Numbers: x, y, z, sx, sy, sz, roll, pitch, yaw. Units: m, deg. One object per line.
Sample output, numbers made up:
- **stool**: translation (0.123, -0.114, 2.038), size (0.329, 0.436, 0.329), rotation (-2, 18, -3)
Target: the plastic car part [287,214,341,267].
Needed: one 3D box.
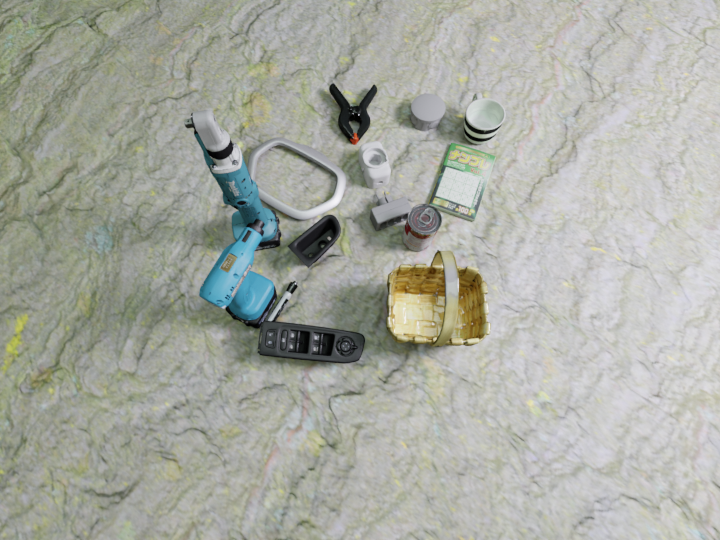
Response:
- **plastic car part**: translation (-0.088, -0.058, 0.900), size (0.116, 0.069, 0.068), rotation (-42, 75, -12)

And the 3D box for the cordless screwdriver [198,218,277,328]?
- **cordless screwdriver**: translation (-0.208, 0.014, 0.787), size (0.076, 0.243, 0.159), rotation (25, 73, 6)

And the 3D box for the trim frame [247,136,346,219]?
- **trim frame**: translation (-0.154, -0.219, 0.988), size (0.255, 0.027, 0.184), rotation (29, 74, 13)

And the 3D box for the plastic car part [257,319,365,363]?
- **plastic car part**: translation (-0.094, 0.144, 0.826), size (0.205, 0.065, 0.067), rotation (5, 71, 4)

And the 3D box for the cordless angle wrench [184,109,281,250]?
- **cordless angle wrench**: translation (-0.217, -0.143, 0.756), size (0.097, 0.414, 0.076), rotation (-9, 72, -5)
